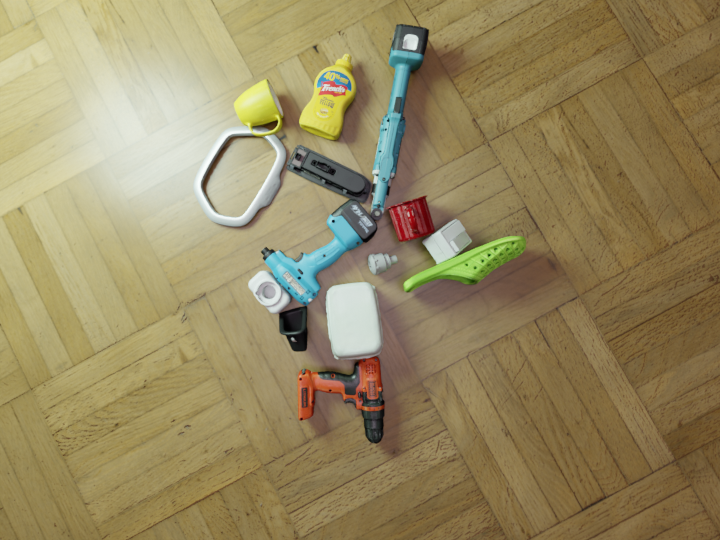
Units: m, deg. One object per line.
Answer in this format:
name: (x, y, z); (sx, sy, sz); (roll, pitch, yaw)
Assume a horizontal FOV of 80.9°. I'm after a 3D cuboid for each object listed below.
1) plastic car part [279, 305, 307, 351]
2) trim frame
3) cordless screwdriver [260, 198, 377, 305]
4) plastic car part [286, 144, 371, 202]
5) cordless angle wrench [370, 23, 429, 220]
plastic car part: (-0.137, 0.136, 0.913); (0.066, 0.120, 0.069); (-17, 113, -2)
trim frame: (-0.277, -0.220, 0.977); (0.186, 0.027, 0.248); (29, 86, 5)
cordless screwdriver: (-0.092, -0.060, 0.937); (0.249, 0.074, 0.160); (-44, 87, 3)
plastic car part: (-0.066, -0.222, 0.953); (0.203, 0.067, 0.066); (27, 81, 0)
cordless angle wrench: (0.072, -0.320, 0.944); (0.074, 0.098, 0.422); (11, 91, -1)
